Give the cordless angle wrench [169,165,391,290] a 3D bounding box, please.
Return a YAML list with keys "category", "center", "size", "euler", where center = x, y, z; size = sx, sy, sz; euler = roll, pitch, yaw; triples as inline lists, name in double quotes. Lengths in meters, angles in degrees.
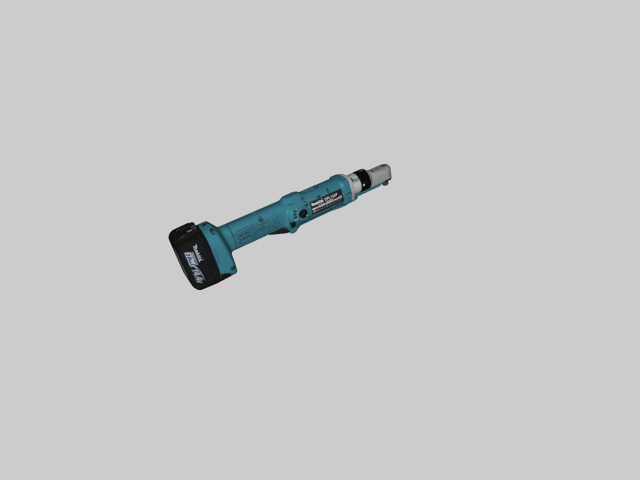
- category: "cordless angle wrench"
  center: [-0.044, -0.051, 0.743]
  size: [0.422, 0.098, 0.074]
  euler: [-26, 32, -21]
